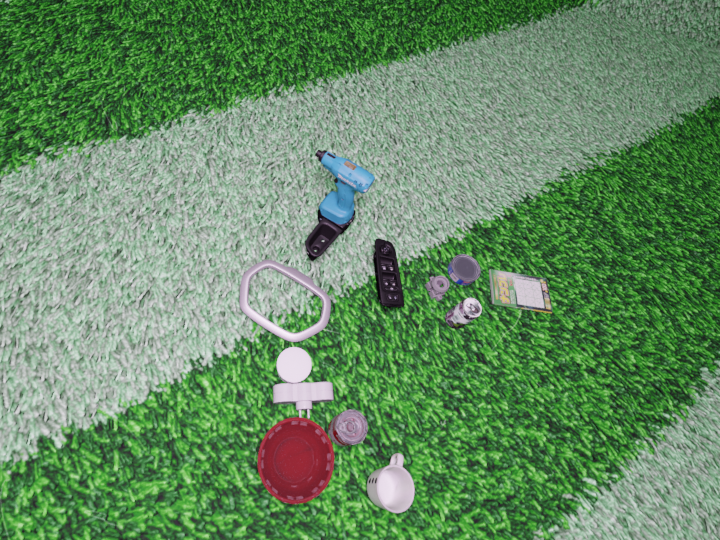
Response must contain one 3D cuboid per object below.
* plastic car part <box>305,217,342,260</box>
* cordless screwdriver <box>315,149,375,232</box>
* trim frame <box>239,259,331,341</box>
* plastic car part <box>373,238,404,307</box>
[{"bbox_3d":[-0.112,-0.073,1.147,0.067,0.070,0.116,34,62,5],"label":"plastic car part"},{"bbox_3d":[-0.066,-0.210,1.126,0.161,0.247,0.074,35,61,4],"label":"cordless screwdriver"},{"bbox_3d":[-0.193,0.073,1.079,0.251,0.027,0.184,29,61,5],"label":"trim frame"},{"bbox_3d":[0.069,0.010,1.139,0.065,0.066,0.208,2,62,-12],"label":"plastic car part"}]
